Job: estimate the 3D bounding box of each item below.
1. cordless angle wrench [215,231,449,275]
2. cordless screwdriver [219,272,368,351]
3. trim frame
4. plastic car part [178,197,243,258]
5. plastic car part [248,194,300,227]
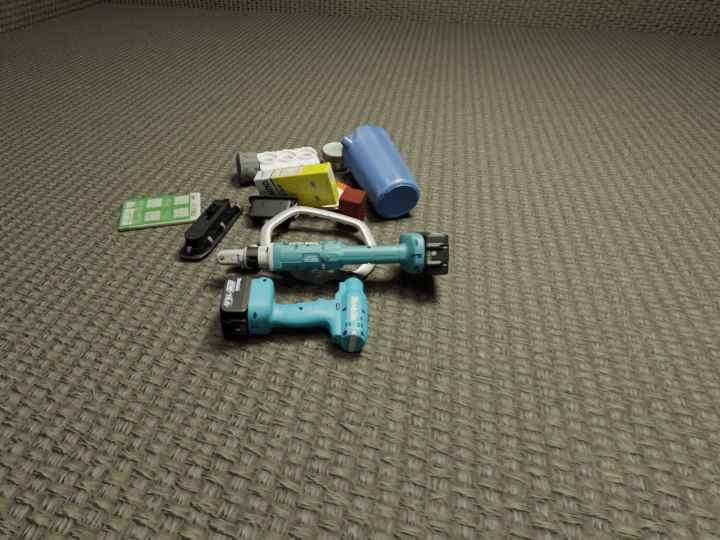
[{"bbox_3d":[-0.057,-0.028,0.786,0.423,0.074,0.099,-1,7,0],"label":"cordless angle wrench"},{"bbox_3d":[-0.112,0.054,0.739,0.249,0.072,0.163,5,41,-1],"label":"cordless screwdriver"},{"bbox_3d":[-0.085,-0.056,0.869,0.251,0.027,0.187,13,51,4],"label":"trim frame"},{"bbox_3d":[-0.325,-0.101,0.922,0.067,0.065,0.205,15,46,4],"label":"plastic car part"},{"bbox_3d":[-0.199,-0.126,0.953,0.118,0.064,0.073,2,56,4],"label":"plastic car part"}]
